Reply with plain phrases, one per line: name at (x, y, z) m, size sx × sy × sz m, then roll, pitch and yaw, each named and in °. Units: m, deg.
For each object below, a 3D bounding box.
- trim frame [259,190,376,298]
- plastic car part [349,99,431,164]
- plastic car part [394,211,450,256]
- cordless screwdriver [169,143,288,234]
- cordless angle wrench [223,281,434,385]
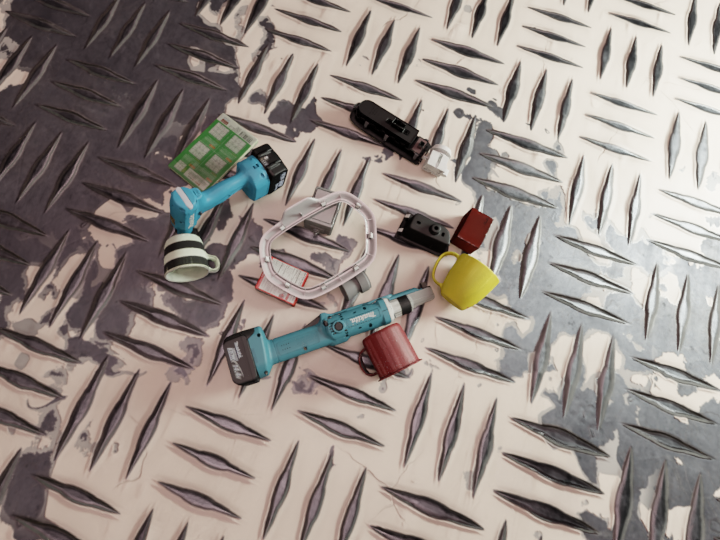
trim frame at (-0.082, -0.054, 0.839) m, size 0.248 × 0.027 × 0.186 m, roll -30°, pitch 83°, yaw -1°
plastic car part at (0.065, -0.323, 0.958) m, size 0.207 × 0.066 × 0.066 m, roll 33°, pitch 82°, yaw 9°
plastic car part at (0.141, -0.081, 0.883) m, size 0.118 × 0.070 × 0.066 m, roll 27°, pitch 76°, yaw 7°
cordless screwdriver at (-0.274, -0.155, 0.868) m, size 0.244 × 0.160 × 0.075 m, roll -35°, pitch 86°, yaw -28°
cordless angle wrench at (-0.048, 0.110, 0.821) m, size 0.418 × 0.074 × 0.100 m, roll -18°, pitch 77°, yaw -10°
